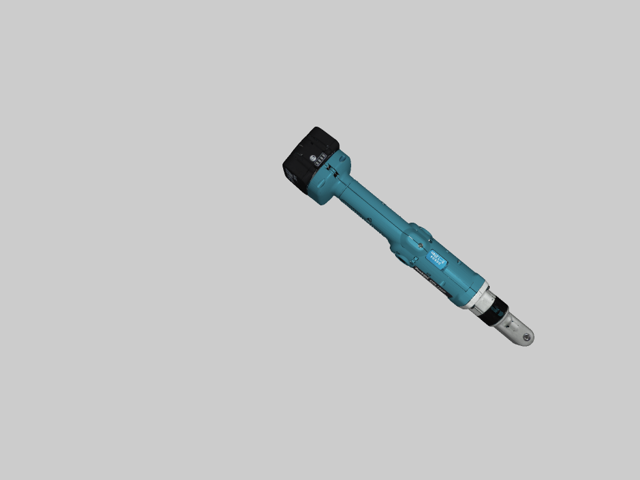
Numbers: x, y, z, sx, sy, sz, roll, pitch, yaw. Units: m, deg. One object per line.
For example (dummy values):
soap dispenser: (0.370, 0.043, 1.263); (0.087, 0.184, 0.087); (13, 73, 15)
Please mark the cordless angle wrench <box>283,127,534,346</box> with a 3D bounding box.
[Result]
cordless angle wrench: (0.131, 0.008, 0.603); (0.423, 0.074, 0.098); (40, -5, 3)
